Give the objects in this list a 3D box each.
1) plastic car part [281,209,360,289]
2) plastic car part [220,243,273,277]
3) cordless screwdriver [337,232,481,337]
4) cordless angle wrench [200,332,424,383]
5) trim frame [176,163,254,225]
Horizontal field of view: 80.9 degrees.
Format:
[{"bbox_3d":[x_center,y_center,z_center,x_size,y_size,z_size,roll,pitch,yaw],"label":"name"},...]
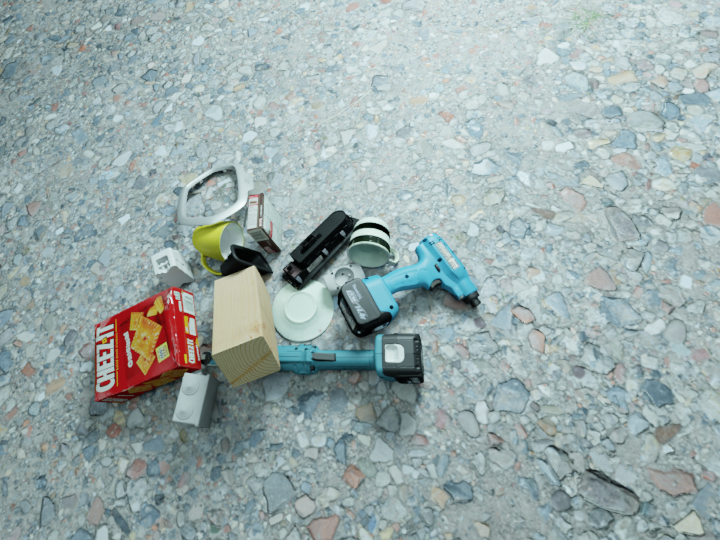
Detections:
[{"bbox_3d":[-0.087,-0.057,0.890,0.201,0.064,0.070,-43,42,-15],"label":"plastic car part"},{"bbox_3d":[-0.250,-0.007,0.883,0.071,0.111,0.069,-46,63,14],"label":"plastic car part"},{"bbox_3d":[0.091,0.045,0.783,0.245,0.073,0.165,-28,69,-16],"label":"cordless screwdriver"},{"bbox_3d":[-0.102,0.164,0.783,0.433,0.093,0.076,-3,66,15],"label":"cordless angle wrench"},{"bbox_3d":[-0.336,-0.178,0.977,0.184,0.026,0.260,-22,41,-1],"label":"trim frame"}]
